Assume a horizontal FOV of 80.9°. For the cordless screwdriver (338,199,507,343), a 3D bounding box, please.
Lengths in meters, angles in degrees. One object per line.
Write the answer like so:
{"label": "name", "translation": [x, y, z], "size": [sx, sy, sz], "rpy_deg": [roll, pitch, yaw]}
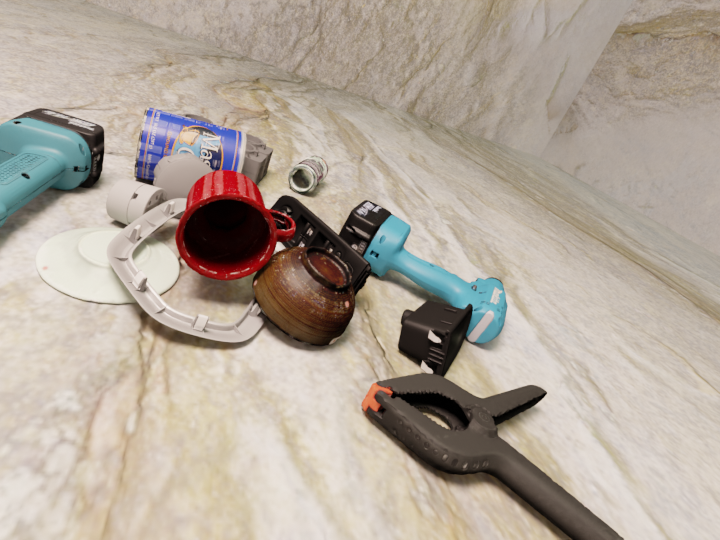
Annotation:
{"label": "cordless screwdriver", "translation": [0.093, -0.009, 0.608], "size": [0.256, 0.074, 0.156], "rpy_deg": [33, 28, 14]}

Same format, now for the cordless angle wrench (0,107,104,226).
{"label": "cordless angle wrench", "translation": [-0.355, -0.049, 0.370], "size": [0.096, 0.074, 0.437], "rpy_deg": [14, 30, -15]}

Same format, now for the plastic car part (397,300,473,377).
{"label": "plastic car part", "translation": [0.079, 0.067, 0.479], "size": [0.074, 0.065, 0.113], "rpy_deg": [17, 20, 21]}

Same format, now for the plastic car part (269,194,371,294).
{"label": "plastic car part", "translation": [-0.055, -0.036, 0.561], "size": [0.064, 0.066, 0.214], "rpy_deg": [5, 29, -50]}

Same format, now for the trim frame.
{"label": "trim frame", "translation": [-0.158, -0.015, 0.465], "size": [0.182, 0.027, 0.252], "rpy_deg": [30, 24, -9]}
